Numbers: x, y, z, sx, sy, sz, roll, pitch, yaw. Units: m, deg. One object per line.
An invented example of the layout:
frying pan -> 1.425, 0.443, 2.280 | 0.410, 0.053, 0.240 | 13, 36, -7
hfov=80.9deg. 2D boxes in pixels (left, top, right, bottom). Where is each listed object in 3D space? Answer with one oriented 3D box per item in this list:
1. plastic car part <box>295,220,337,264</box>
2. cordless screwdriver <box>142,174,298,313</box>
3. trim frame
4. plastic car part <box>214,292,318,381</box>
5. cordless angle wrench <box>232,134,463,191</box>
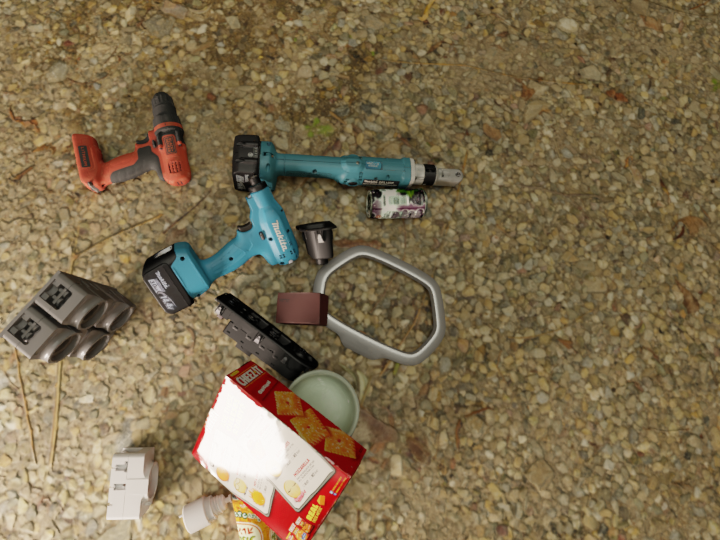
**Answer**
plastic car part -> -0.071, -0.047, 0.731 | 0.065, 0.120, 0.070 | -10, 104, -9
cordless screwdriver -> -0.238, -0.044, 0.704 | 0.246, 0.077, 0.154 | -26, 111, -11
trim frame -> 0.034, 0.061, 0.749 | 0.249, 0.027, 0.185 | 26, 76, 1
plastic car part -> -0.163, 0.117, 0.705 | 0.204, 0.066, 0.067 | 32, 87, 3
cordless angle wrench -> -0.016, -0.182, 0.772 | 0.418, 0.097, 0.075 | 2, 76, -7
